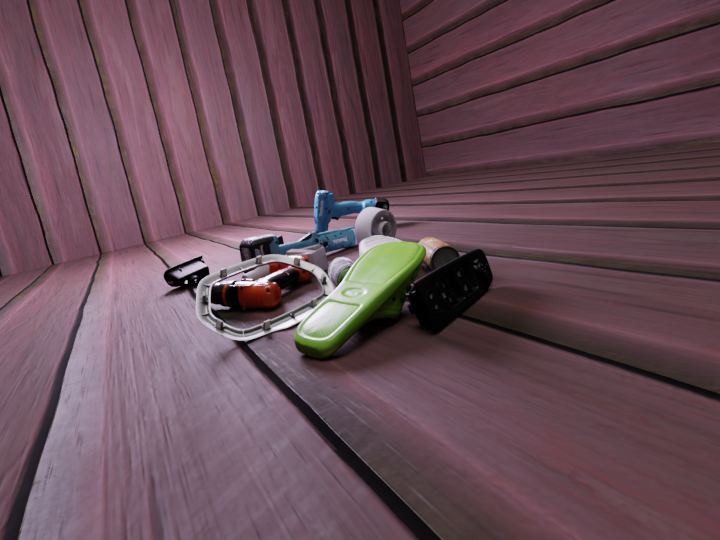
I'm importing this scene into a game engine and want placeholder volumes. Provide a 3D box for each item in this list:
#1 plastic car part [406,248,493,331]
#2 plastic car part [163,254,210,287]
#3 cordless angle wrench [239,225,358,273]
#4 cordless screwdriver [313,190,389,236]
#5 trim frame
[{"bbox_3d":[0.126,0.025,0.602,0.196,0.067,0.068,-25,-7,-41],"label":"plastic car part"},{"bbox_3d":[-0.438,0.014,1.094,0.075,0.064,0.113,15,29,34],"label":"plastic car part"},{"bbox_3d":[-0.109,-0.071,1.116,0.407,0.097,0.078,-16,12,-36],"label":"cordless angle wrench"},{"bbox_3d":[-0.031,-0.176,1.402,0.251,0.157,0.075,6,15,4],"label":"cordless screwdriver"},{"bbox_3d":[-0.156,0.035,0.710,0.240,0.027,0.194,-22,46,-40],"label":"trim frame"}]
